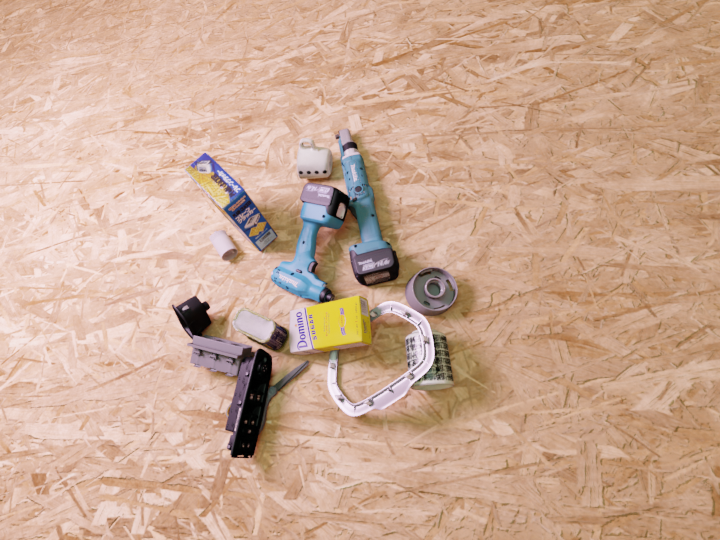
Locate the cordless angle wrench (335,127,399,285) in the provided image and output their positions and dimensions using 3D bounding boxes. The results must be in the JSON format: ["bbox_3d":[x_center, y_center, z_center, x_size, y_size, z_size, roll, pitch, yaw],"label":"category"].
[{"bbox_3d":[-0.001,-0.174,0.989,0.099,0.071,0.437,-16,62,8],"label":"cordless angle wrench"}]

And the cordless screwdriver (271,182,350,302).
[{"bbox_3d":[-0.090,-0.059,0.925,0.167,0.071,0.248,20,90,31],"label":"cordless screwdriver"}]

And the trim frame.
[{"bbox_3d":[0.028,0.167,0.807,0.251,0.026,0.193,-38,51,18],"label":"trim frame"}]

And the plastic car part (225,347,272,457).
[{"bbox_3d":[-0.225,0.259,0.847,0.070,0.062,0.205,-2,67,39],"label":"plastic car part"}]

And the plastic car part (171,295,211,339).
[{"bbox_3d":[-0.370,0.101,0.950,0.069,0.113,0.070,37,55,23],"label":"plastic car part"}]
